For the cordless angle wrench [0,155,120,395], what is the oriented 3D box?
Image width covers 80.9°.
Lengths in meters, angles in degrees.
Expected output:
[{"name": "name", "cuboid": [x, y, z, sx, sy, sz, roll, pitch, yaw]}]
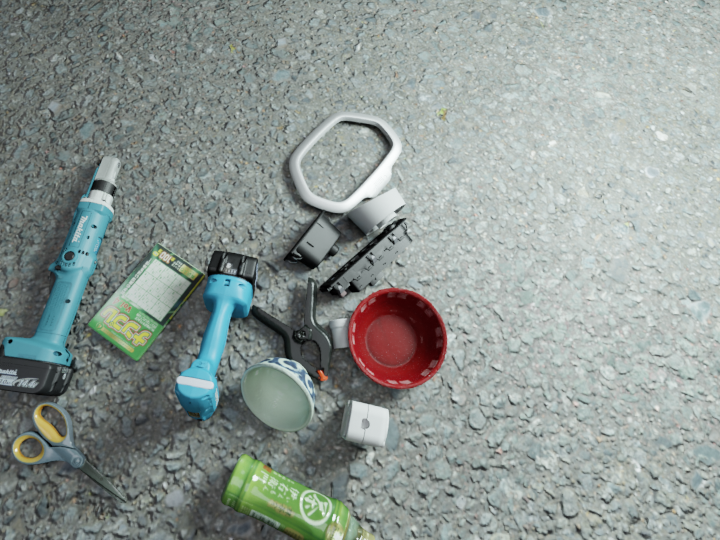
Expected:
[{"name": "cordless angle wrench", "cuboid": [-0.484, -0.014, 0.717, 0.098, 0.073, 0.430, 7, 68, -3]}]

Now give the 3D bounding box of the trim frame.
[{"name": "trim frame", "cuboid": [-0.028, -0.218, 0.834, 0.188, 0.027, 0.247, 35, 70, 11]}]

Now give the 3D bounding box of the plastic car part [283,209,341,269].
[{"name": "plastic car part", "cuboid": [-0.074, -0.049, 0.759, 0.070, 0.067, 0.116, 42, 69, -7]}]

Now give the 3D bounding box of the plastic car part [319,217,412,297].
[{"name": "plastic car part", "cuboid": [0.022, -0.019, 0.747, 0.067, 0.067, 0.202, 44, 73, -1]}]

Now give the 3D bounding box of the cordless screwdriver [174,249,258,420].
[{"name": "cordless screwdriver", "cuboid": [-0.223, 0.103, 0.666, 0.074, 0.157, 0.255, 11, 55, -7]}]
